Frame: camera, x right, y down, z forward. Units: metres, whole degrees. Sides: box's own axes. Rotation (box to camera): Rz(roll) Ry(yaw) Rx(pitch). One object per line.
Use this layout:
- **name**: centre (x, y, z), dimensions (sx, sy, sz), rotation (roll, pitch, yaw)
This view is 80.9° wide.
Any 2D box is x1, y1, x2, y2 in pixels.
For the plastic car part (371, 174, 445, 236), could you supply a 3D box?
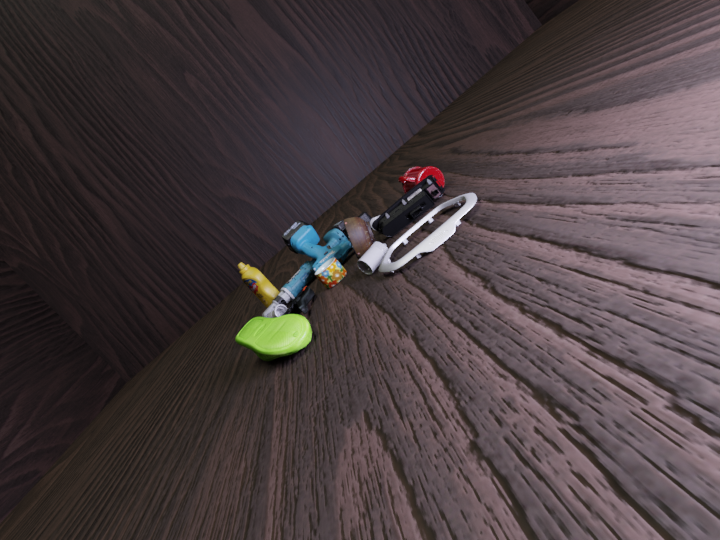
- **plastic car part**: centre (0.123, -0.151, 1.080), dimensions (0.206, 0.063, 0.070), rotation (-35, 38, 21)

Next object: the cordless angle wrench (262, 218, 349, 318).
- **cordless angle wrench**: centre (-0.170, 0.001, 1.375), dimensions (0.420, 0.073, 0.101), rotation (-50, 14, -25)

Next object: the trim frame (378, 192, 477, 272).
- **trim frame**: centre (0.136, -0.076, 0.871), dimensions (0.249, 0.027, 0.187), rotation (-39, 13, 2)

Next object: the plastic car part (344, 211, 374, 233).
- **plastic car part**: centre (-0.003, -0.149, 1.380), dimensions (0.116, 0.070, 0.067), rotation (-39, 9, -4)

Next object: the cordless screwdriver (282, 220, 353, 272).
- **cordless screwdriver**: centre (-0.130, -0.085, 1.326), dimensions (0.158, 0.070, 0.263), rotation (-43, 44, -10)
